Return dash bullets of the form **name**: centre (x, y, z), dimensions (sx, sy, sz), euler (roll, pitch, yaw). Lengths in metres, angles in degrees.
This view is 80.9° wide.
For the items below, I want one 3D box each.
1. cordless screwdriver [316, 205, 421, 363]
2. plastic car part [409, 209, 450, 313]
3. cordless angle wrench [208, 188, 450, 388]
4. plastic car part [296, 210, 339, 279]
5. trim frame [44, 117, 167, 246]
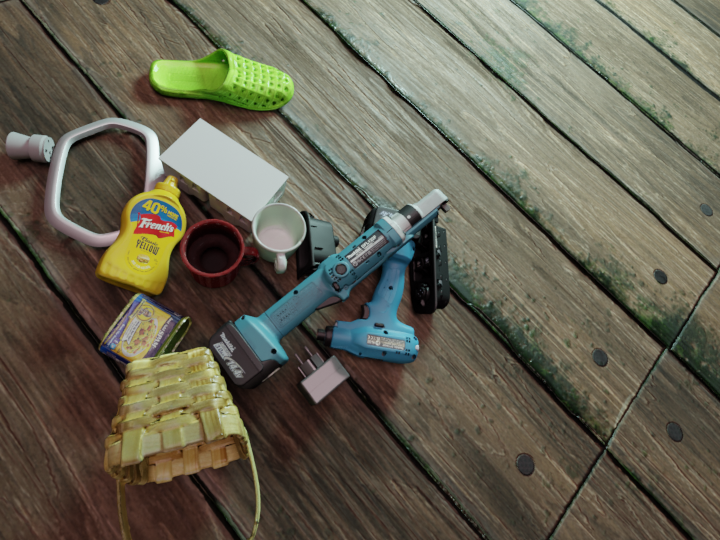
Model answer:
- **cordless screwdriver**: centre (0.019, 0.019, 0.701), dimensions (0.158, 0.074, 0.253), euler (9, 70, -5)
- **plastic car part**: centre (0.122, -0.016, 0.745), dimensions (0.064, 0.068, 0.207), euler (22, 60, -33)
- **cordless angle wrench**: centre (-0.030, 0.007, 0.641), dimensions (0.420, 0.073, 0.100), euler (-39, 78, -10)
- **plastic car part**: centre (-0.070, -0.046, 0.721), dimensions (0.068, 0.067, 0.119), euler (10, 62, -27)
- **trim frame**: centre (-0.422, -0.153, 0.709), dimensions (0.181, 0.027, 0.255), euler (-3, 67, -11)
